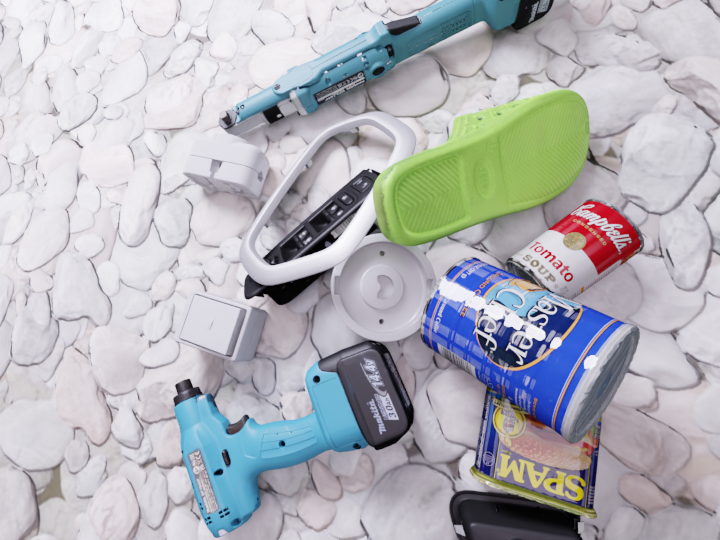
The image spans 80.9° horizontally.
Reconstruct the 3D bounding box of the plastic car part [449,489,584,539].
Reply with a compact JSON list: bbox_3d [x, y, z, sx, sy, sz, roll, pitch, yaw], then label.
[{"bbox_3d":[0.142,0.241,0.372,0.118,0.069,0.067,4,78,9],"label":"plastic car part"}]

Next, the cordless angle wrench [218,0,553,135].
[{"bbox_3d":[0.014,-0.267,0.520,0.428,0.094,0.076,-22,76,10],"label":"cordless angle wrench"}]

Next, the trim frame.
[{"bbox_3d":[-0.041,-0.087,0.468,0.194,0.026,0.249,13,66,41],"label":"trim frame"}]

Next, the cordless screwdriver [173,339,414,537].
[{"bbox_3d":[-0.080,0.146,0.444,0.250,0.072,0.164,-30,73,8],"label":"cordless screwdriver"}]

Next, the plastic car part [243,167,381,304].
[{"bbox_3d":[-0.047,-0.031,0.484,0.203,0.064,0.070,-37,37,-1],"label":"plastic car part"}]
